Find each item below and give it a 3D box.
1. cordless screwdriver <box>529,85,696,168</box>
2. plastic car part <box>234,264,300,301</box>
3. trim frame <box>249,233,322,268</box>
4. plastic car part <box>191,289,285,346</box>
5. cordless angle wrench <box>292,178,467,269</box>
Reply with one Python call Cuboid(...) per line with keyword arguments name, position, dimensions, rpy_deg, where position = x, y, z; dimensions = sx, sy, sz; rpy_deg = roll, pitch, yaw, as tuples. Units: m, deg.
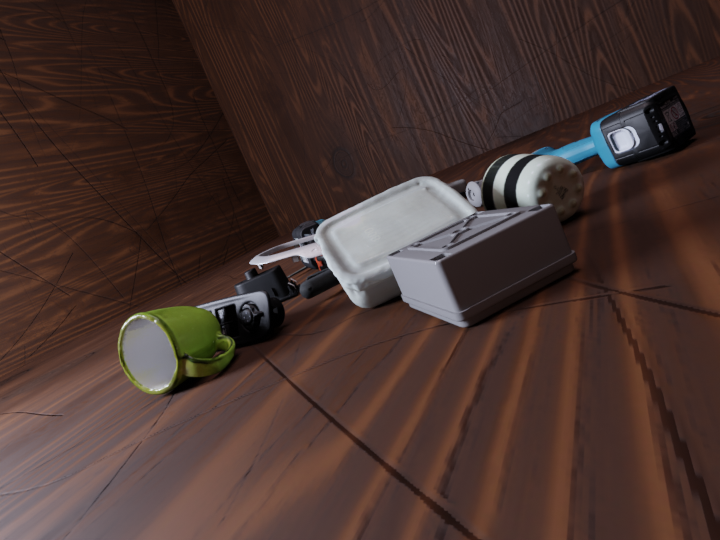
Cuboid(name="cordless screwdriver", position=(0.326, -0.175, 0.639), dimensions=(0.156, 0.074, 0.256), rpy_deg=(-29, 7, -24))
Cuboid(name="plastic car part", position=(-0.170, 0.028, 0.730), dimensions=(0.117, 0.070, 0.066), rpy_deg=(-20, 7, 4))
Cuboid(name="trim frame", position=(-0.072, -0.047, 0.733), dimensions=(0.247, 0.027, 0.188), rpy_deg=(-16, 10, -7))
Cuboid(name="plastic car part", position=(-0.176, 0.073, 0.571), dimensions=(0.210, 0.067, 0.063), rpy_deg=(-18, -16, 38))
Cuboid(name="cordless angle wrench", position=(0.061, -0.122, 0.920), dimensions=(0.415, 0.097, 0.077), rpy_deg=(-24, 10, -17))
